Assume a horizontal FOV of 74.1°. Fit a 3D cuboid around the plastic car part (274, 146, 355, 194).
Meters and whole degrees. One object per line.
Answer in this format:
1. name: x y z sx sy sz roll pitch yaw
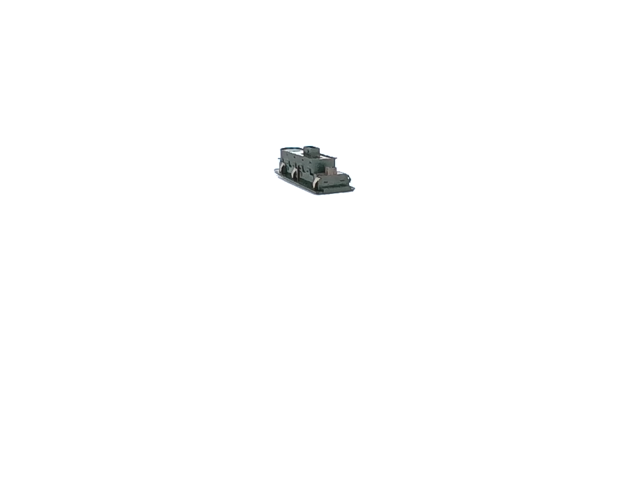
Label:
1. plastic car part: -0.024 -0.122 0.699 0.066 0.067 0.204 -18 22 -22
